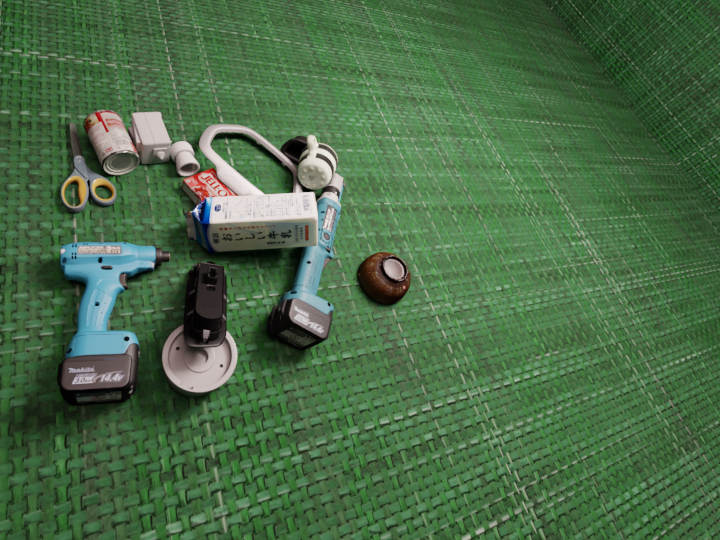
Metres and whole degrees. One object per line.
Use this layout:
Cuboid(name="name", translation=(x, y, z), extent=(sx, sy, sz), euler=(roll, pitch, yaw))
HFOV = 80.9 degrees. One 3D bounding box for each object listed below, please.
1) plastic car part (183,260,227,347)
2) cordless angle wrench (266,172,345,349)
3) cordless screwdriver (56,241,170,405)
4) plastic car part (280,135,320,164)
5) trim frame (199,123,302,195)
Cuboid(name="plastic car part", translation=(-0.237, 0.040, 0.665), extent=(0.064, 0.067, 0.212), euler=(17, 28, -26))
Cuboid(name="cordless angle wrench", translation=(-0.083, -0.054, 0.844), extent=(0.094, 0.076, 0.432), euler=(32, 46, -25))
Cuboid(name="cordless screwdriver", translation=(-0.365, 0.064, 0.638), extent=(0.153, 0.074, 0.258), euler=(-2, 57, -27))
Cuboid(name="plastic car part", translation=(-0.120, -0.280, 0.985), extent=(0.115, 0.066, 0.072), euler=(26, 38, -5))
Cuboid(name="trim frame", translation=(-0.226, -0.223, 0.897), extent=(0.246, 0.028, 0.184), euler=(40, 42, -5))
